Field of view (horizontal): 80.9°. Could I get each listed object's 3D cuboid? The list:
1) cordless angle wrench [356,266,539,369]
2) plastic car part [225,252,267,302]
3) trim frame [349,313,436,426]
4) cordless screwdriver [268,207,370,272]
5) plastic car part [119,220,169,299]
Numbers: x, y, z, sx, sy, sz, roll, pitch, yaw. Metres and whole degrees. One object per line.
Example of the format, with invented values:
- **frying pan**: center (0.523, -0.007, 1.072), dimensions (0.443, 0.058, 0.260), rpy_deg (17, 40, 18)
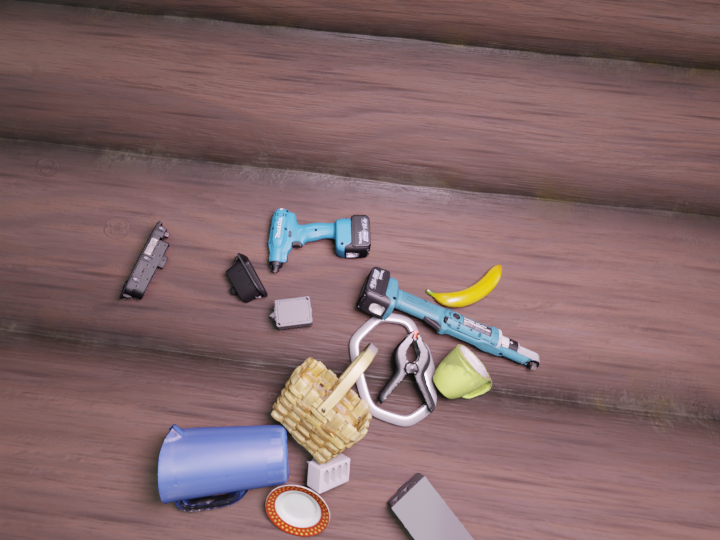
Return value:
- **cordless angle wrench**: center (0.204, 0.120, 0.960), dimensions (0.425, 0.073, 0.099), rpy_deg (23, 45, 3)
- **plastic car part**: center (-0.279, 0.026, 1.005), dimensions (0.071, 0.064, 0.119), rpy_deg (-30, 77, 4)
- **trim frame**: center (0.076, 0.218, 0.952), dimensions (0.183, 0.027, 0.256), rpy_deg (-13, 69, -4)
- **cordless screwdriver**: center (-0.101, -0.066, 1.030), dimensions (0.251, 0.072, 0.162), rpy_deg (3, 71, 4)
- **plastic car part**: center (-0.509, -0.015, 1.017), dimensions (0.065, 0.068, 0.204), rpy_deg (30, 69, -20)
